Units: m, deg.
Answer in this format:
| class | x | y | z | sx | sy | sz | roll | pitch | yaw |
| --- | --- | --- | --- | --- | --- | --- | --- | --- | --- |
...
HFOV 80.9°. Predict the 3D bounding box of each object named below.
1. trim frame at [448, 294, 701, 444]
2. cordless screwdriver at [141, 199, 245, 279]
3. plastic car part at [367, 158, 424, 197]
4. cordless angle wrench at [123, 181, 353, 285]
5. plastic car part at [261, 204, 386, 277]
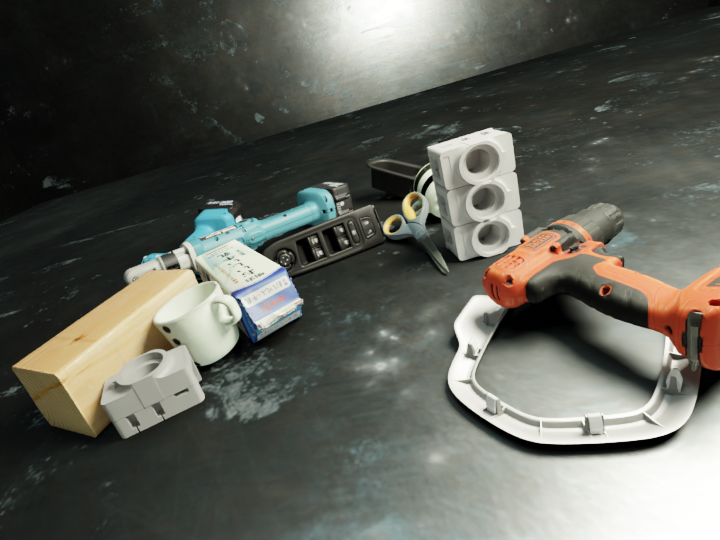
| class | x | y | z | sx | sy | sz | roll | pitch | yaw |
| --- | --- | --- | --- | --- | --- | --- | --- | --- | --- |
| trim frame | 0.183 | 0.055 | 0.379 | 0.194 | 0.026 | 0.244 | 5 | 35 | 40 |
| cordless screwdriver | -0.299 | -0.057 | 0.844 | 0.164 | 0.072 | 0.250 | 1 | 34 | 15 |
| plastic car part | 0.071 | -0.181 | 0.859 | 0.122 | 0.069 | 0.065 | 19 | 38 | 28 |
| cordless angle wrench | -0.200 | -0.063 | 0.751 | 0.412 | 0.072 | 0.103 | -26 | 26 | -29 |
| plastic car part | -0.067 | -0.044 | 0.687 | 0.200 | 0.065 | 0.069 | -23 | 15 | -13 |
